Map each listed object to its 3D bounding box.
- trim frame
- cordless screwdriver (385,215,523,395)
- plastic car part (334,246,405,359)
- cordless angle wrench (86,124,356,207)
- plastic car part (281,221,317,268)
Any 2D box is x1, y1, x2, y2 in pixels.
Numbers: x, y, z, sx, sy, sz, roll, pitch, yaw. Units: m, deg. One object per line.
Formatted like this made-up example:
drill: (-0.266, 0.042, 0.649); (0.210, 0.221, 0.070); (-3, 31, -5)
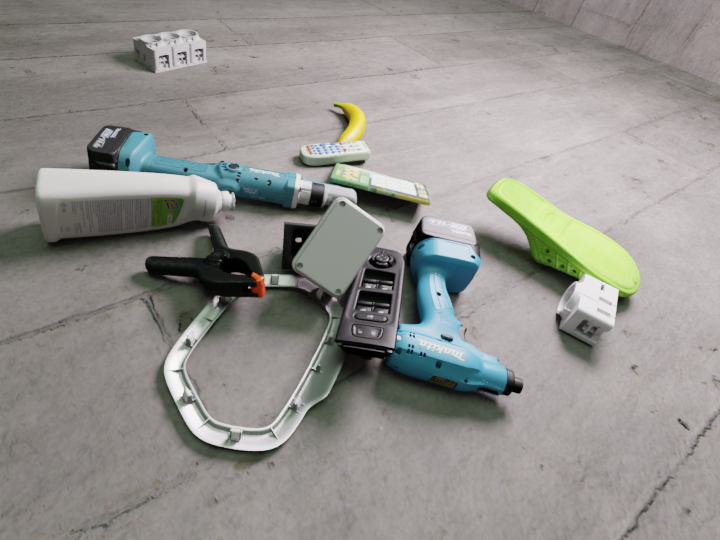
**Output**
trim frame: (-0.113, 0.087, 0.501); (0.188, 0.027, 0.248); (22, 43, 9)
cordless screwdriver: (0.128, 0.042, 0.569); (0.160, 0.073, 0.253); (14, 47, 1)
plastic car part: (0.022, 0.041, 0.545); (0.068, 0.064, 0.206); (-1, 38, 13)
cordless angle wrench: (-0.212, -0.151, 0.696); (0.418, 0.073, 0.101); (9, 43, -7)
plastic car part: (-0.061, -0.040, 0.619); (0.114, 0.065, 0.073); (1, 13, -16)
